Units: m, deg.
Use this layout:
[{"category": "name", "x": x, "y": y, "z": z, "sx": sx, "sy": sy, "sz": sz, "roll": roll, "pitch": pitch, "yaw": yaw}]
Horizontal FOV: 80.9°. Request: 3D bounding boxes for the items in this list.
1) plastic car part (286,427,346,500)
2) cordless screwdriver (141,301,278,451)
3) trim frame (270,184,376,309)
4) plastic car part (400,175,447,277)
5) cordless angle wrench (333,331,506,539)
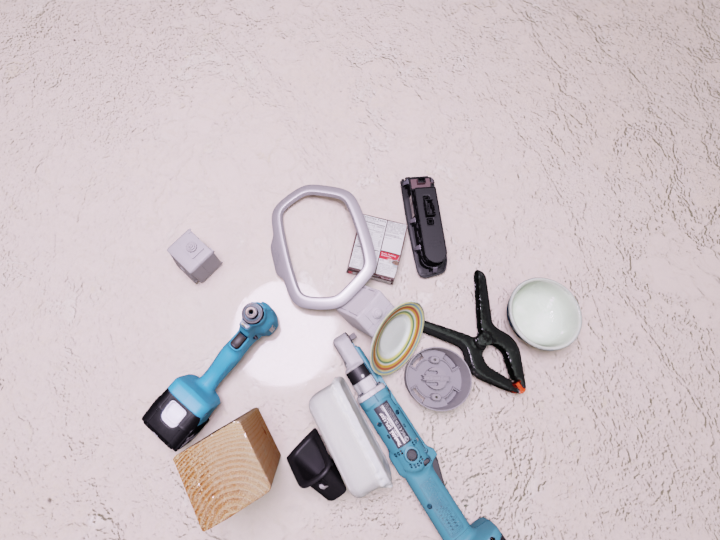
[{"category": "plastic car part", "x": -0.058, "y": 0.305, "z": 0.638, "sx": 0.066, "sy": 0.120, "sz": 0.069, "roll": -45, "pitch": 107, "yaw": -12}, {"category": "cordless screwdriver", "x": -0.222, "y": 0.150, "z": 0.651, "sx": 0.075, "sy": 0.157, "sz": 0.248, "roll": 38, "pitch": 77, "yaw": 4}, {"category": "trim frame", "x": -0.075, "y": -0.049, "z": 0.762, "sx": 0.185, "sy": 0.026, "sz": 0.256, "roll": -19, "pitch": 68, "yaw": 5}, {"category": "plastic car part", "x": 0.126, "y": -0.089, "z": 0.784, "sx": 0.065, "sy": 0.067, "sz": 0.206, "roll": -2, "pitch": 76, "yaw": -12}, {"category": "cordless angle wrench", "x": 0.078, "y": 0.286, "z": 0.664, "sx": 0.097, "sy": 0.073, "sz": 0.435, "roll": -31, "pitch": 74, "yaw": -11}]
